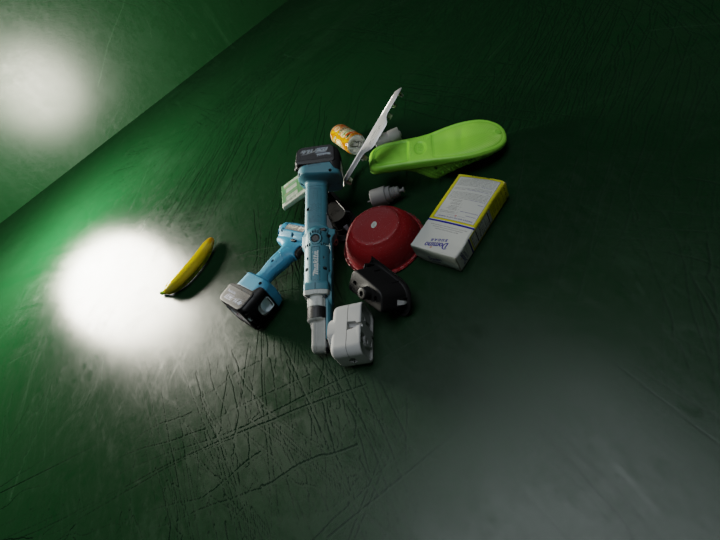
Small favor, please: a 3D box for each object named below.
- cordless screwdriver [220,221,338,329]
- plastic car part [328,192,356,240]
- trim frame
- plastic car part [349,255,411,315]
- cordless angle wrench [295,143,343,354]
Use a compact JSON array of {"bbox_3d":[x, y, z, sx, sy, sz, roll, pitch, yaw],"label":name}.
[{"bbox_3d":[-0.161,0.002,0.873,0.168,0.070,0.248,12,57,39],"label":"cordless screwdriver"},{"bbox_3d":[-0.066,-0.140,0.944,0.066,0.064,0.214,-32,45,-5],"label":"plastic car part"},{"bbox_3d":[0.025,-0.285,0.923,0.248,0.027,0.186,-57,8,6],"label":"trim frame"},{"bbox_3d":[0.024,0.031,0.711,0.123,0.068,0.065,39,124,47],"label":"plastic car part"},{"bbox_3d":[-0.080,-0.052,0.814,0.099,0.071,0.434,-7,63,8],"label":"cordless angle wrench"}]
